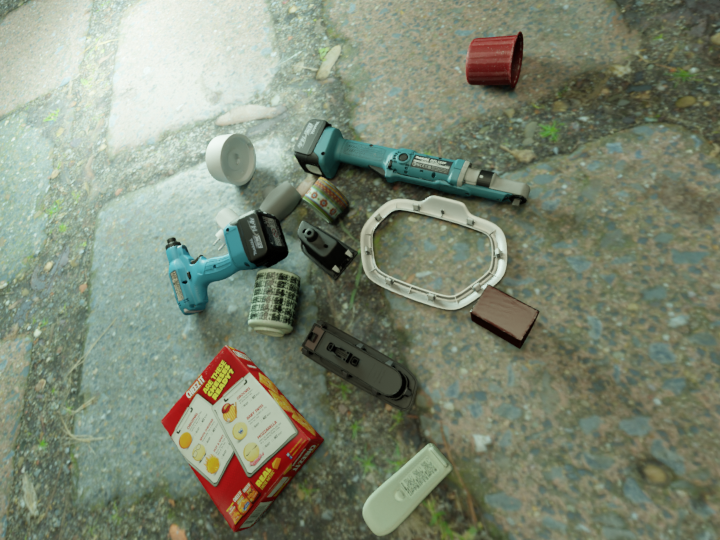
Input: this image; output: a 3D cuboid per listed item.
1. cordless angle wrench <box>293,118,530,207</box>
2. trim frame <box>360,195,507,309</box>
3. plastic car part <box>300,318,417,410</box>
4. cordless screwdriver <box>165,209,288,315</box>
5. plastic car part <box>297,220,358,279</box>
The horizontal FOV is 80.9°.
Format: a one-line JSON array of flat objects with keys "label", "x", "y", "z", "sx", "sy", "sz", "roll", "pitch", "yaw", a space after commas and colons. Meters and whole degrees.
[{"label": "cordless angle wrench", "x": 0.079, "y": -0.188, "z": 0.764, "sx": 0.442, "sy": 0.071, "sz": 0.098, "roll": 19, "pitch": 76, "yaw": 25}, {"label": "trim frame", "x": 0.112, "y": -0.039, "z": 0.707, "sx": 0.261, "sy": 0.026, "sz": 0.184, "roll": 20, "pitch": 75, "yaw": 29}, {"label": "plastic car part", "x": -0.007, "y": 0.140, "z": 0.657, "sx": 0.212, "sy": 0.064, "sz": 0.066, "roll": 25, "pitch": 71, "yaw": 25}, {"label": "cordless screwdriver", "x": -0.266, "y": -0.036, "z": 0.794, "sx": 0.253, "sy": 0.071, "sz": 0.163, "roll": -29, "pitch": 74, "yaw": 20}, {"label": "plastic car part", "x": -0.074, "y": -0.049, "z": 0.758, "sx": 0.122, "sy": 0.068, "sz": 0.066, "roll": 37, "pitch": 82, "yaw": 26}]
